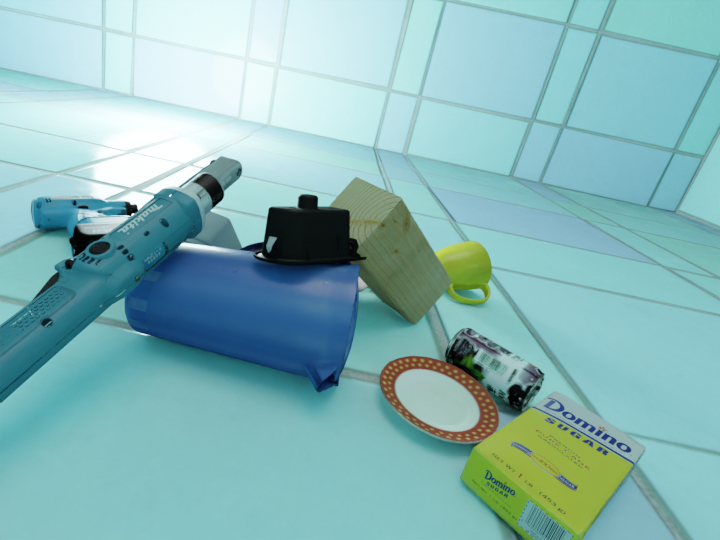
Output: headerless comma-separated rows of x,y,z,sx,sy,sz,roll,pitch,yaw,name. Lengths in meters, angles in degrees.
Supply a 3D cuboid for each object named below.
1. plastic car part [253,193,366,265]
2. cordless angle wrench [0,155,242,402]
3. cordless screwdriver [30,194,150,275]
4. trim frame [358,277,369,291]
-0.053,-0.045,0.448,0.111,0.070,0.070,-2,13,-45,plastic car part
-0.230,0.000,0.381,0.101,0.072,0.423,17,45,13,cordless angle wrench
-0.385,-0.063,0.646,0.152,0.073,0.263,-12,29,-45,cordless screwdriver
-0.036,-0.014,0.762,0.246,0.027,0.189,11,22,-8,trim frame
